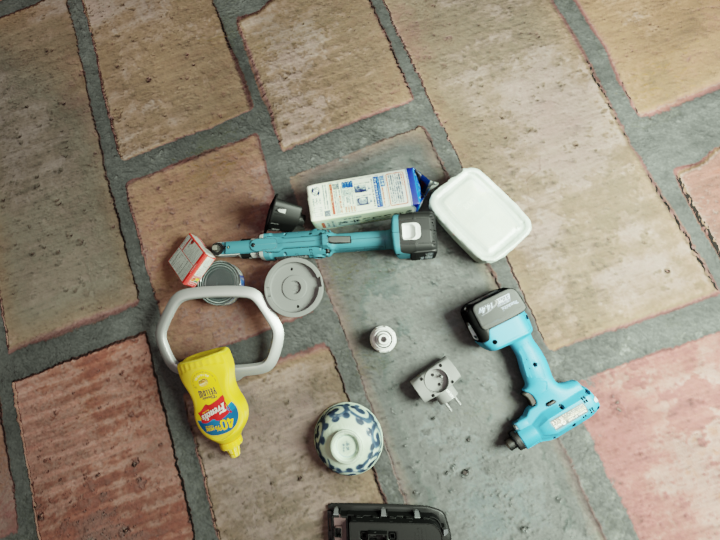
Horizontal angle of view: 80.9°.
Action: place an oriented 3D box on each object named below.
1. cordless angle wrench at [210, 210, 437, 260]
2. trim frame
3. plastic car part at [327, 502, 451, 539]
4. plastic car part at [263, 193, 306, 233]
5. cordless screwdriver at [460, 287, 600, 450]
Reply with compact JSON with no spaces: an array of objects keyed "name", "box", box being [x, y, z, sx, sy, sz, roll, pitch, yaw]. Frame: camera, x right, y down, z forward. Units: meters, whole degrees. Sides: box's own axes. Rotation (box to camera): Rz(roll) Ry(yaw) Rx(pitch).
[{"name":"cordless angle wrench","box":[-0.078,-0.051,0.793,0.430,0.095,0.075,-3,80,11]},{"name":"trim frame","box":[-0.264,0.119,0.787,0.251,0.027,0.184,-3,92,5]},{"name":"plastic car part","box":[0.046,0.423,0.691,0.204,0.065,0.067,-3,73,4]},{"name":"plastic car part","box":[-0.141,-0.101,0.801,0.069,0.119,0.066,13,81,-18]},{"name":"cordless screwdriver","box":[0.256,0.162,0.710,0.159,0.073,0.253,-32,81,0]}]
